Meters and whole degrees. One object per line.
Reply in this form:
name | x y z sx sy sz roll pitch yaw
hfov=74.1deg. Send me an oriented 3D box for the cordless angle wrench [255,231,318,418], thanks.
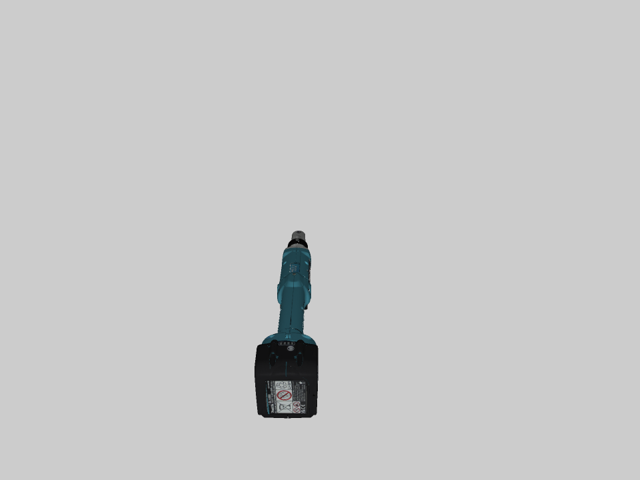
cordless angle wrench | -0.042 0.085 0.680 0.074 0.098 0.421 0 27 -1
